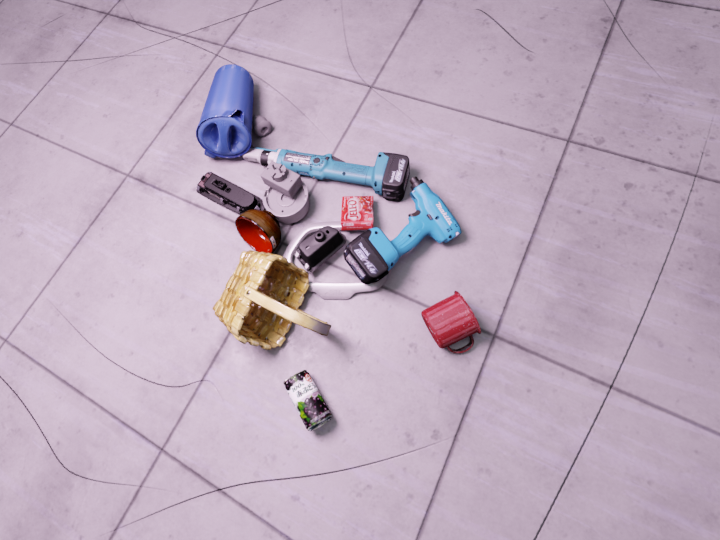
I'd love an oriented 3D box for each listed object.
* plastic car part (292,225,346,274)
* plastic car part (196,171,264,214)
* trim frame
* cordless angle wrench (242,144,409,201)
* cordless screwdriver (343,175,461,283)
[{"bbox_3d":[-0.090,-0.059,0.918,0.116,0.068,0.068,-39,70,-5],"label":"plastic car part"},{"bbox_3d":[-0.323,-0.193,1.046,0.210,0.065,0.066,30,68,17],"label":"plastic car part"},{"bbox_3d":[-0.053,-0.026,0.946,0.252,0.026,0.188,-1,67,8],"label":"trim frame"},{"bbox_3d":[-0.099,-0.254,1.027,0.436,0.071,0.099,13,71,17],"label":"cordless angle wrench"},{"bbox_3d":[0.076,-0.088,0.896,0.245,0.074,0.162,-30,81,-15],"label":"cordless screwdriver"}]
